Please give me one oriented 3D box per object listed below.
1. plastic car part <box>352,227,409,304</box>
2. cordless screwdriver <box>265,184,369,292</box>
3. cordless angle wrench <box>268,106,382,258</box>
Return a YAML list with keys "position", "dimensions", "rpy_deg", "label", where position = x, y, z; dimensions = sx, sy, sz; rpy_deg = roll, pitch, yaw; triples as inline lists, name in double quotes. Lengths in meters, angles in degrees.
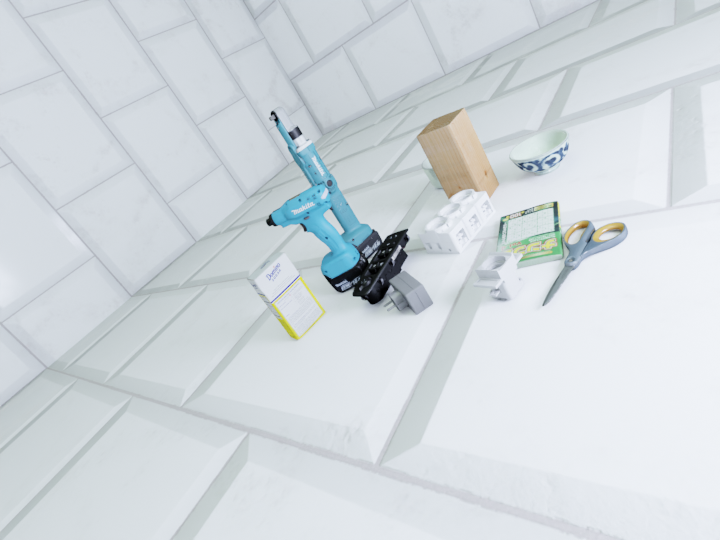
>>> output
- position: [0.049, -0.002, 0.898]
  dimensions: [0.069, 0.065, 0.201]
  rpy_deg: [-9, 33, 45]
  label: "plastic car part"
- position: [-0.095, -0.062, 0.972]
  dimensions: [0.163, 0.240, 0.075]
  rpy_deg: [-24, 22, 21]
  label: "cordless screwdriver"
- position: [-0.089, -0.208, 1.032]
  dimensions: [0.097, 0.409, 0.078]
  rpy_deg: [-41, 21, -23]
  label: "cordless angle wrench"
